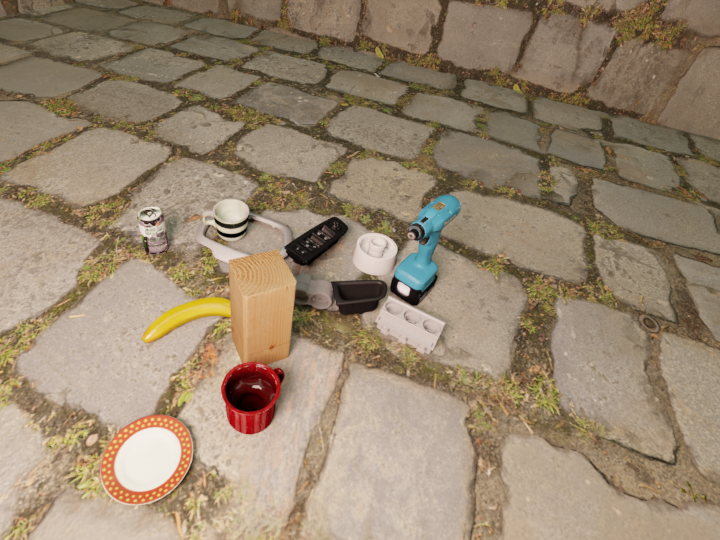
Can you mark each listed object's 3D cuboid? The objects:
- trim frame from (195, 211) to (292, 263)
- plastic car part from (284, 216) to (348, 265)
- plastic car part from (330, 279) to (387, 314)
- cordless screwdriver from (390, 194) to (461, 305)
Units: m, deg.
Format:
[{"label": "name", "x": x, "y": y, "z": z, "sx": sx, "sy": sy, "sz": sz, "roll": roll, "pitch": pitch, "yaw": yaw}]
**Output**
[{"label": "trim frame", "x": -0.284, "y": -0.083, "z": 1.038, "sx": 0.255, "sy": 0.027, "sz": 0.184, "roll": 20, "pitch": 43, "yaw": 12}, {"label": "plastic car part", "x": -0.100, "y": -0.065, "z": 1.020, "sx": 0.069, "sy": 0.065, "sz": 0.200, "roll": 28, "pitch": 45, "yaw": 19}, {"label": "plastic car part", "x": -0.003, "y": 0.063, "z": 0.891, "sx": 0.114, "sy": 0.069, "sz": 0.069, "roll": -2, "pitch": 43, "yaw": -12}, {"label": "cordless screwdriver", "x": 0.122, "y": -0.030, "z": 0.884, "sx": 0.078, "sy": 0.243, "sz": 0.156, "roll": 34, "pitch": 46, "yaw": 22}]
